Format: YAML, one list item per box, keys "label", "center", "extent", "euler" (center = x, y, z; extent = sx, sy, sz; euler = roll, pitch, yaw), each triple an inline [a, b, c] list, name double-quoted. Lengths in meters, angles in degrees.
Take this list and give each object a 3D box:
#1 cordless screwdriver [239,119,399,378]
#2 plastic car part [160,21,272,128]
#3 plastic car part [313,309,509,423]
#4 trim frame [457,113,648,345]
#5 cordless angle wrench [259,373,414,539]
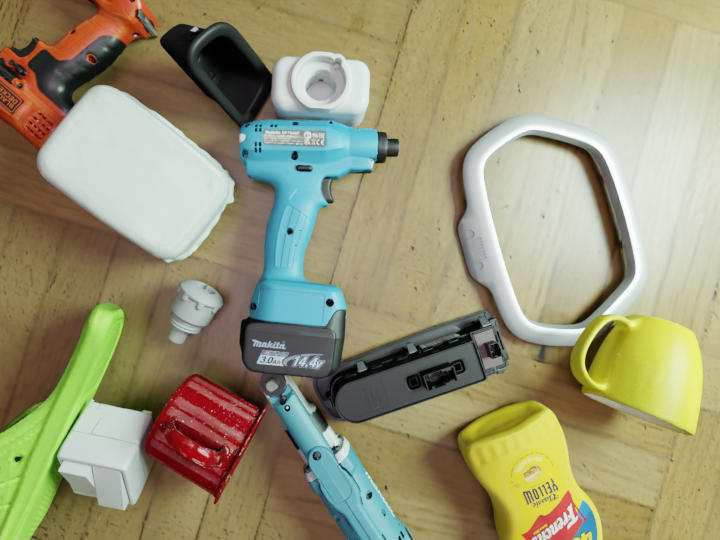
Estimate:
- label: "cordless screwdriver"
  center: [-0.041, -0.027, 0.419]
  extent: [0.159, 0.074, 0.250]
  euler: [0, 85, -2]
- label: "plastic car part"
  center: [-0.144, -0.198, 0.409]
  extent: [0.074, 0.112, 0.066]
  euler: [28, 88, 20]
- label: "plastic car part"
  center: [0.054, 0.106, 0.423]
  extent: [0.203, 0.068, 0.065]
  euler: [-18, 98, 1]
- label: "trim frame"
  center: [0.199, -0.044, 0.444]
  extent: [0.183, 0.027, 0.248]
  euler: [-16, 90, -2]
- label: "cordless angle wrench"
  center: [0.027, 0.274, 0.407]
  extent: [0.074, 0.097, 0.427]
  euler: [-34, 85, -3]
